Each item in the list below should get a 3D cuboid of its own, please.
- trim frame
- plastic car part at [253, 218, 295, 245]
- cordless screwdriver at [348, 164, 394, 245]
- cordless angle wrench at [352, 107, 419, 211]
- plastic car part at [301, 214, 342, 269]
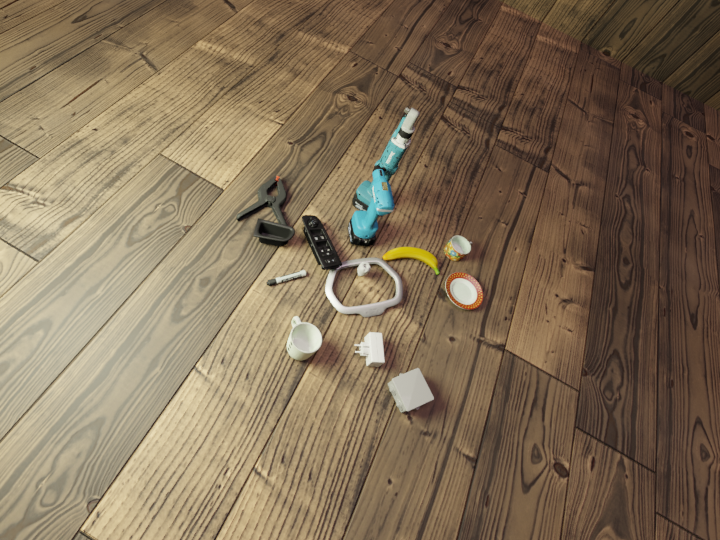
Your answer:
[{"bbox_3d":[0.012,0.048,1.273,0.242,0.027,0.191,-9,63,-19],"label":"trim frame"},{"bbox_3d":[-0.260,-0.102,1.268,0.115,0.070,0.067,14,58,-8],"label":"plastic car part"},{"bbox_3d":[0.029,-0.191,1.290,0.072,0.247,0.164,2,61,-18],"label":"cordless screwdriver"},{"bbox_3d":[0.082,-0.320,1.277,0.099,0.421,0.074,37,57,3],"label":"cordless angle wrench"},{"bbox_3d":[-0.126,-0.083,1.293,0.064,0.066,0.210,-14,65,-23],"label":"plastic car part"}]
